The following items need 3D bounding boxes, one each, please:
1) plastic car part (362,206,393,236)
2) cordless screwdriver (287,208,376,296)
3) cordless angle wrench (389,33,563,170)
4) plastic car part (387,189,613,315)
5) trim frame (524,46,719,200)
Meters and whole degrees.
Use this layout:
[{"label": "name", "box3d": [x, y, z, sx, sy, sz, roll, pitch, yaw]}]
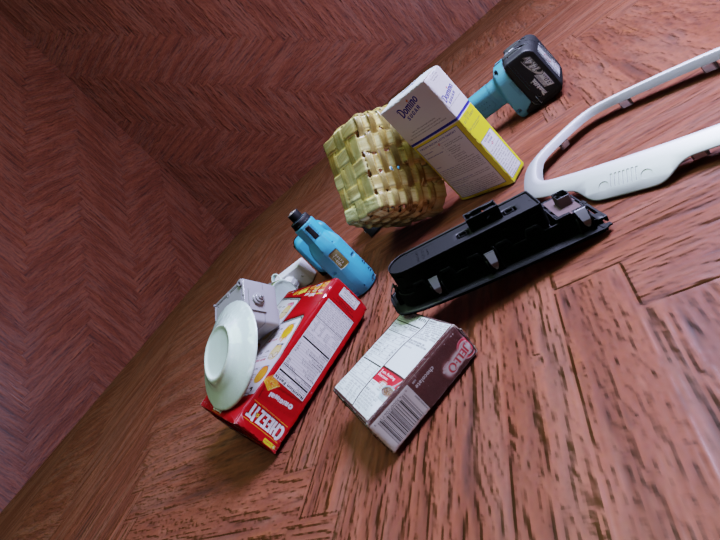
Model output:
[{"label": "plastic car part", "box3d": [0.032, -0.123, 0.831, 0.116, 0.066, 0.071, -45, 2, -12]}, {"label": "cordless screwdriver", "box3d": [-0.071, -0.046, 0.722, 0.074, 0.155, 0.255, -45, 15, -3]}, {"label": "cordless angle wrench", "box3d": [0.148, -0.241, 0.785, 0.433, 0.095, 0.075, -31, 24, 45]}, {"label": "plastic car part", "box3d": [0.110, -0.020, 0.396, 0.206, 0.064, 0.068, -31, 26, 18]}, {"label": "trim frame", "box3d": [0.271, -0.138, 0.403, 0.257, 0.027, 0.183, -12, 36, 56]}]
